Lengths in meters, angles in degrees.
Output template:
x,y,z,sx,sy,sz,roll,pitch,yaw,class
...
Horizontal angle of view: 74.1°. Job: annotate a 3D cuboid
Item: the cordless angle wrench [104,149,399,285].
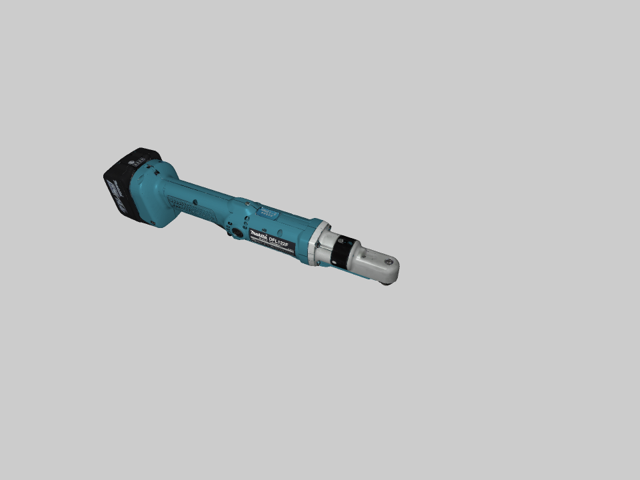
x,y,z,sx,sy,sz,roll,pitch,yaw,class
-0.098,-0.025,0.570,0.423,0.098,0.074,18,49,18,cordless angle wrench
